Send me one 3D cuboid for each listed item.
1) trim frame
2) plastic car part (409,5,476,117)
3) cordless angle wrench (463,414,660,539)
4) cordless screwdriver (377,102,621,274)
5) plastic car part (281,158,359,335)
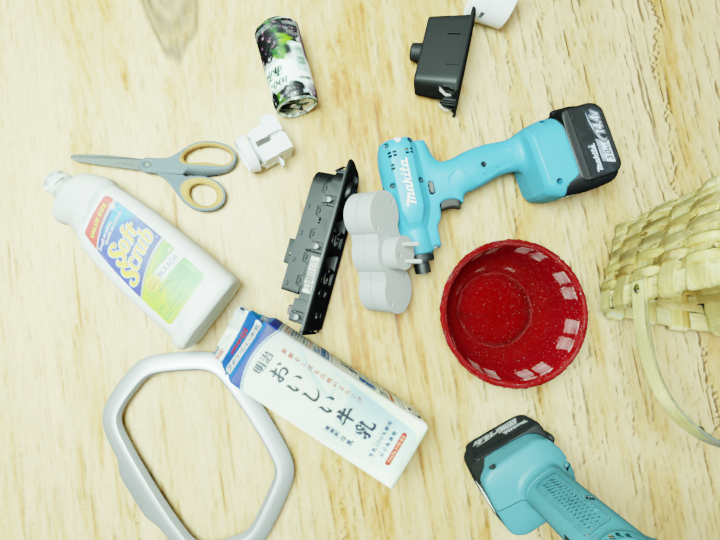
[{"bbox_3d":[-0.188,0.209,0.486,0.183,0.027,0.249,-35,88,-4],"label":"trim frame"},{"bbox_3d":[0.095,-0.256,0.513,0.073,0.064,0.117,8,82,12],"label":"plastic car part"},{"bbox_3d":[0.191,0.213,0.285,0.097,0.423,0.074,-29,91,-5],"label":"cordless angle wrench"},{"bbox_3d":[0.154,-0.093,0.489,0.250,0.074,0.160,-11,86,3],"label":"cordless screwdriver"},{"bbox_3d":[-0.048,-0.032,0.493,0.070,0.063,0.203,17,86,24],"label":"plastic car part"}]
